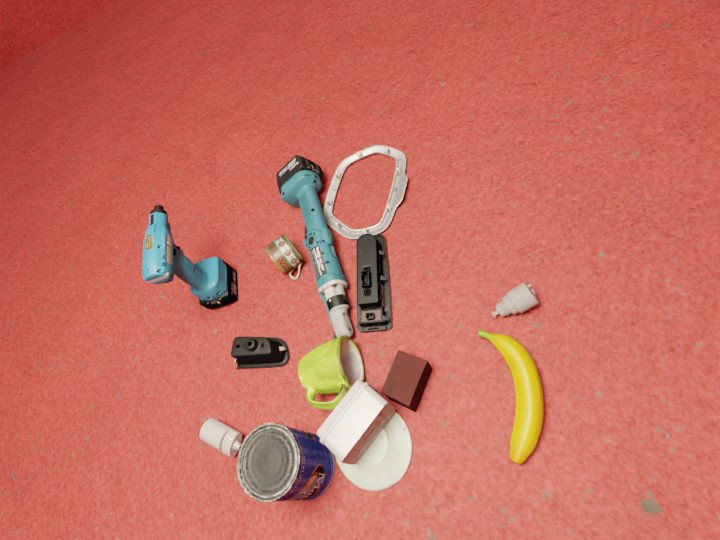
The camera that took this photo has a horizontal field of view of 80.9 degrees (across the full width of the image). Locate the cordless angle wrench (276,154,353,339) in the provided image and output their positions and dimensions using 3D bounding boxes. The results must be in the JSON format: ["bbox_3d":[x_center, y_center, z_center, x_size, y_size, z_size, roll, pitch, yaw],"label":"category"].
[{"bbox_3d":[-0.086,-0.056,0.882,0.100,0.070,0.439,-36,56,28],"label":"cordless angle wrench"}]

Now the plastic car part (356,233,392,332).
[{"bbox_3d":[0.016,0.011,0.811,0.068,0.063,0.208,-14,56,23],"label":"plastic car part"}]

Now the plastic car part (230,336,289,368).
[{"bbox_3d":[-0.204,0.153,0.824,0.120,0.067,0.067,-7,63,23],"label":"plastic car part"}]

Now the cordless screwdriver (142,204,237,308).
[{"bbox_3d":[-0.352,-0.020,0.878,0.075,0.237,0.164,-19,64,11],"label":"cordless screwdriver"}]

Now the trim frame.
[{"bbox_3d":[0.011,-0.180,0.934,0.192,0.026,0.251,6,65,25],"label":"trim frame"}]
